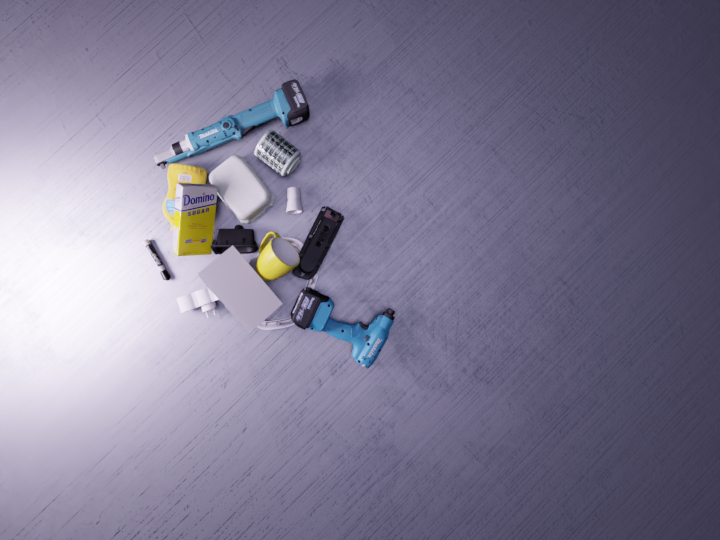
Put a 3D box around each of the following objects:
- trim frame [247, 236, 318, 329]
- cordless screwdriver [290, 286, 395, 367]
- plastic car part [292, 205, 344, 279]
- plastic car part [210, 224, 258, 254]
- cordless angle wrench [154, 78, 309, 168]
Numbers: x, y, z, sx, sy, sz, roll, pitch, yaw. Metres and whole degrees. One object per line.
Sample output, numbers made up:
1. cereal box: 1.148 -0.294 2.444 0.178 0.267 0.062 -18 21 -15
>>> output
1. trim frame: -0.214 0.034 1.095 0.185 0.027 0.248 22 88 2
2. cordless screwdriver: -0.041 0.119 1.058 0.245 0.075 0.159 31 86 -8
3. plastic car part: -0.105 -0.069 1.072 0.065 0.068 0.203 28 80 -13
4. plastic car part: -0.322 -0.082 1.089 0.116 0.065 0.072 -4 74 -6
5. cordless angle wrench: -0.341 -0.369 1.102 0.423 0.074 0.098 -23 88 0
